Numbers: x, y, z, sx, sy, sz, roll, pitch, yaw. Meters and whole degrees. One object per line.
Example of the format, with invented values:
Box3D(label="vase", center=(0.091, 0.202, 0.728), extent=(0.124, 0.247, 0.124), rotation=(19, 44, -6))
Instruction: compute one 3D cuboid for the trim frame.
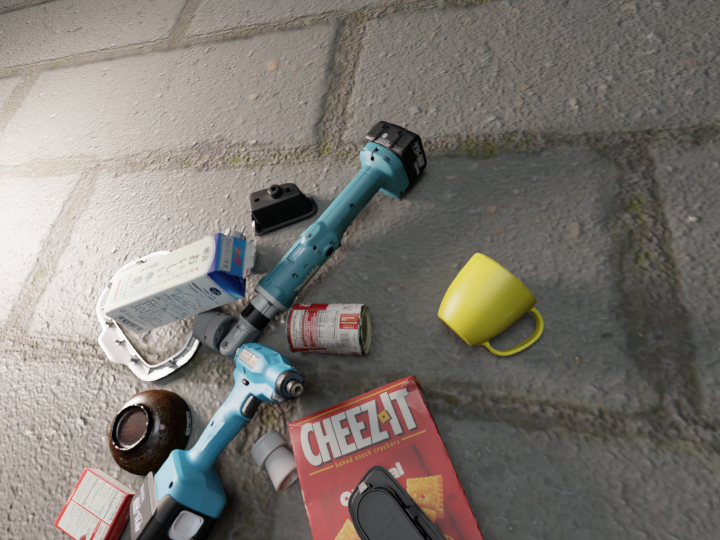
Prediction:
Box3D(label="trim frame", center=(-0.351, 0.066, 0.703), extent=(0.261, 0.026, 0.183), rotation=(37, 80, 29))

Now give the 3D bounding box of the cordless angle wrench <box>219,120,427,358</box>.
Box3D(label="cordless angle wrench", center=(-0.062, -0.040, 0.632), extent=(0.078, 0.093, 0.422), rotation=(35, 81, 32))

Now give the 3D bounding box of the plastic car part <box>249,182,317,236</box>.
Box3D(label="plastic car part", center=(-0.139, -0.114, 0.705), extent=(0.118, 0.067, 0.068), rotation=(-18, 61, 11))

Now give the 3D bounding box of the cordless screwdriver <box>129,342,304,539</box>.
Box3D(label="cordless screwdriver", center=(-0.162, 0.208, 0.501), extent=(0.166, 0.071, 0.249), rotation=(2, 57, 58))

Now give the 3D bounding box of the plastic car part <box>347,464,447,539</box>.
Box3D(label="plastic car part", center=(0.058, 0.268, 0.359), extent=(0.066, 0.063, 0.214), rotation=(-44, 56, -3))
